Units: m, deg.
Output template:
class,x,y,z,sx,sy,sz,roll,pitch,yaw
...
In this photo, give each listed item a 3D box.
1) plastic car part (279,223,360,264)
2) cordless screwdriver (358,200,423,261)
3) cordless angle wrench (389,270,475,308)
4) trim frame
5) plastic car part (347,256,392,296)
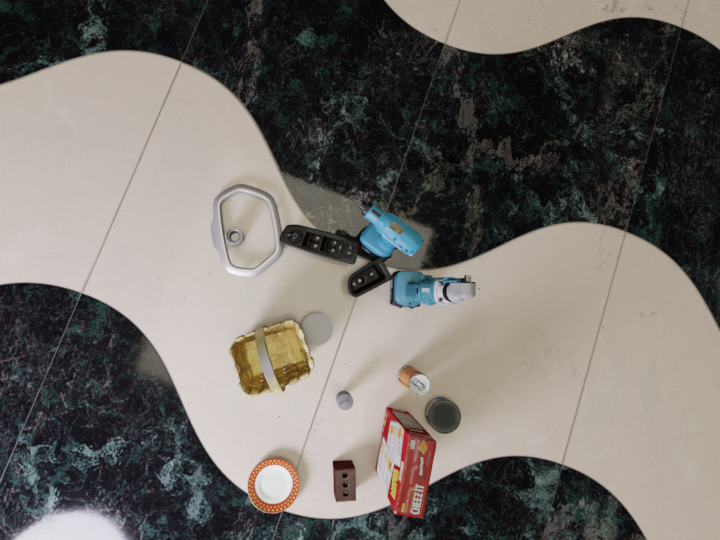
class,x,y,z,sx,sy,sz,roll,pitch,yaw
plastic car part,-0.107,-0.070,1.098,0.202,0.067,0.066,16,84,-3
cordless screwdriver,0.045,-0.093,1.021,0.158,0.250,0.074,38,82,-5
cordless angle wrench,0.151,0.043,0.927,0.073,0.426,0.098,4,87,-10
trim frame,-0.300,-0.107,1.107,0.183,0.027,0.250,-11,85,-6
plastic car part,0.012,0.022,1.096,0.116,0.071,0.066,-29,90,-8
